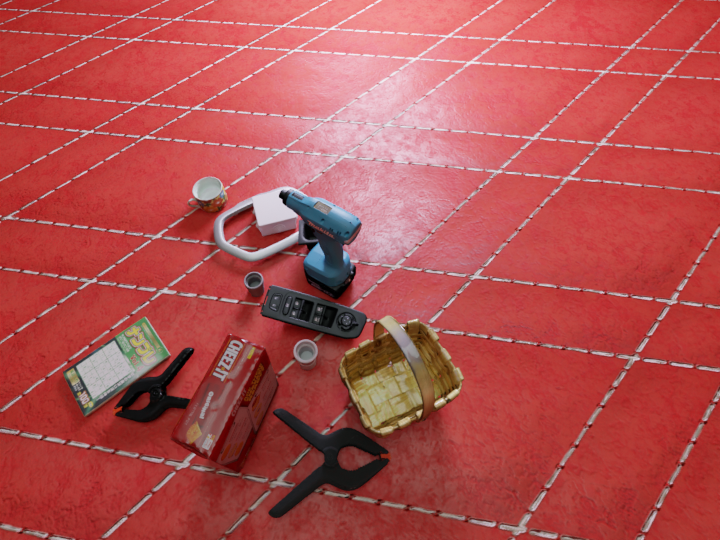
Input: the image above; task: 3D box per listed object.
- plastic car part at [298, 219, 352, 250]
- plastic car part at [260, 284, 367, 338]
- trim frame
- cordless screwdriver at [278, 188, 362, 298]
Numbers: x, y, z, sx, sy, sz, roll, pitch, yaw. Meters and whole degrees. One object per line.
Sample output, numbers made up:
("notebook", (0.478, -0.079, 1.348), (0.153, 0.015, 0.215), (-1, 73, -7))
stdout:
("plastic car part", (-0.077, -0.071, 0.932), (0.117, 0.069, 0.068), (-2, 59, 0))
("plastic car part", (-0.091, 0.092, 0.834), (0.207, 0.065, 0.067), (13, 60, 9))
("trim frame", (-0.222, -0.114, 0.989), (0.245, 0.027, 0.192), (-30, 62, -16))
("cordless screwdriver", (-0.080, -0.052, 0.819), (0.165, 0.242, 0.074), (31, 63, 16))
